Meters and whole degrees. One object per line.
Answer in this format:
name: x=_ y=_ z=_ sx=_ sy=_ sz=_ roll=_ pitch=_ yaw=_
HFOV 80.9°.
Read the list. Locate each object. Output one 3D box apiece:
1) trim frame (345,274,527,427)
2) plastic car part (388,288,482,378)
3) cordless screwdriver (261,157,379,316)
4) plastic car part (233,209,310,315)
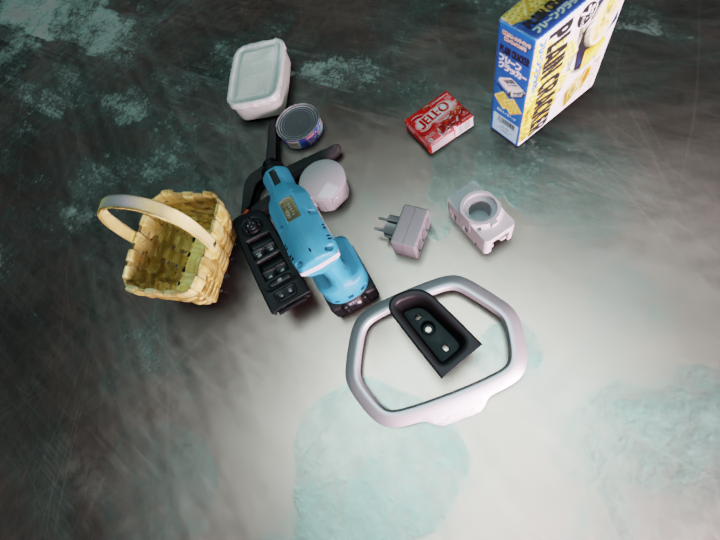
trim frame: x=0.095 y=0.111 z=0.579 sx=0.250 sy=0.026 sz=0.191 roll=-25 pitch=63 yaw=7
plastic car part: x=0.095 y=0.079 z=0.568 sx=0.066 sy=0.068 sz=0.122 roll=-40 pitch=63 yaw=-2
cordless screwdriver: x=-0.056 y=-0.036 z=0.569 sx=0.074 sy=0.238 sz=0.166 roll=-30 pitch=65 yaw=2
plastic car part: x=-0.144 y=-0.018 z=0.688 sx=0.066 sy=0.064 sz=0.212 roll=-34 pitch=63 yaw=1
